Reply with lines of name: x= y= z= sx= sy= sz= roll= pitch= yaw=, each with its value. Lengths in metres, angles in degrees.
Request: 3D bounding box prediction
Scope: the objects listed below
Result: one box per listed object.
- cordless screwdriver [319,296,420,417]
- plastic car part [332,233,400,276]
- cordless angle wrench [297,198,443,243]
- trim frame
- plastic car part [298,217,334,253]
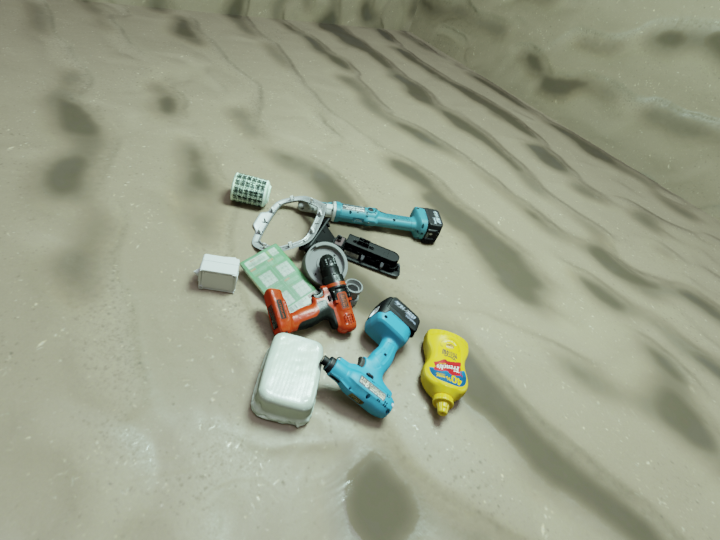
cordless screwdriver: x=0.023 y=0.155 z=0.870 sx=0.158 sy=0.075 sz=0.249 roll=37 pitch=44 yaw=-6
plastic car part: x=0.019 y=-0.050 z=1.128 sx=0.205 sy=0.066 sz=0.066 roll=25 pitch=34 yaw=4
cordless angle wrench: x=0.025 y=-0.159 z=1.242 sx=0.417 sy=0.073 sz=0.101 roll=8 pitch=42 yaw=-8
trim frame: x=-0.192 y=-0.131 z=1.124 sx=0.190 sy=0.026 sz=0.252 roll=2 pitch=45 yaw=17
plastic car part: x=-0.108 y=-0.071 z=1.103 sx=0.068 sy=0.068 sz=0.117 roll=45 pitch=48 yaw=-23
